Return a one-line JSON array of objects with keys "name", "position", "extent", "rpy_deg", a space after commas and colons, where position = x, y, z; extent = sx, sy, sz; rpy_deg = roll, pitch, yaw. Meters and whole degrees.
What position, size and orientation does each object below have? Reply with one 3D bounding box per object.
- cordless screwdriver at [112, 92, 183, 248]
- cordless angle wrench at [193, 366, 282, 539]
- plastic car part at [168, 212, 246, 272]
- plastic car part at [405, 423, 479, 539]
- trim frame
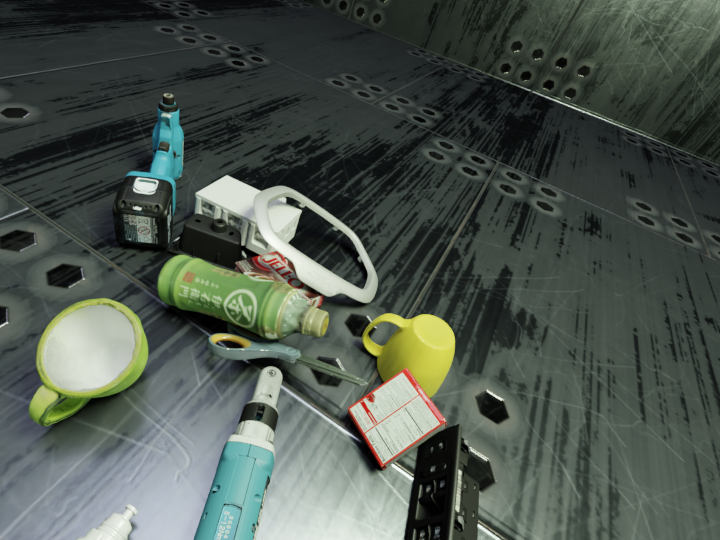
[{"name": "cordless screwdriver", "position": [-0.324, -0.163, 0.674], "extent": [0.072, 0.157, 0.259], "rpy_deg": [7, 43, -18]}, {"name": "cordless angle wrench", "position": [-0.116, 0.247, 0.329], "extent": [0.074, 0.096, 0.432], "rpy_deg": [12, 36, -5]}, {"name": "plastic car part", "position": [-0.225, -0.049, 0.646], "extent": [0.118, 0.069, 0.066], "rpy_deg": [18, 40, 4]}, {"name": "plastic car part", "position": [0.081, 0.260, 0.411], "extent": [0.066, 0.067, 0.203], "rpy_deg": [44, 37, -11]}, {"name": "trim frame", "position": [-0.064, -0.042, 0.658], "extent": [0.237, 0.028, 0.190], "rpy_deg": [34, 31, -26]}]
